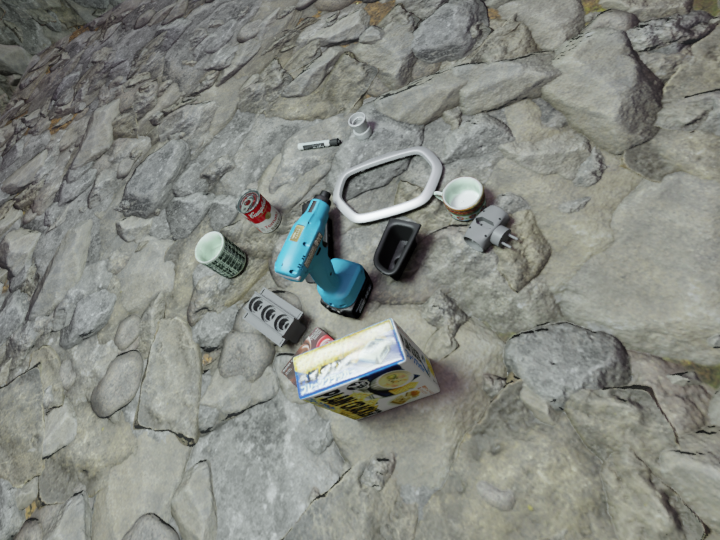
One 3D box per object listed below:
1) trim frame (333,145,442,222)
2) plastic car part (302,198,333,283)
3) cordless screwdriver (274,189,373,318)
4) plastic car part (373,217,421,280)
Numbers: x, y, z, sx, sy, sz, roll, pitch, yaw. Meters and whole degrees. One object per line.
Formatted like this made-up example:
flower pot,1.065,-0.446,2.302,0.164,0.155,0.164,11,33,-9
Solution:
trim frame,0.055,-0.192,0.931,0.254,0.026,0.190,-17,58,18
plastic car part,-0.089,-0.058,0.908,0.068,0.063,0.209,-14,59,19
cordless screwdriver,-0.051,-0.019,0.761,0.078,0.235,0.160,13,70,30
plastic car part,0.072,-0.032,0.810,0.069,0.067,0.117,15,72,31
